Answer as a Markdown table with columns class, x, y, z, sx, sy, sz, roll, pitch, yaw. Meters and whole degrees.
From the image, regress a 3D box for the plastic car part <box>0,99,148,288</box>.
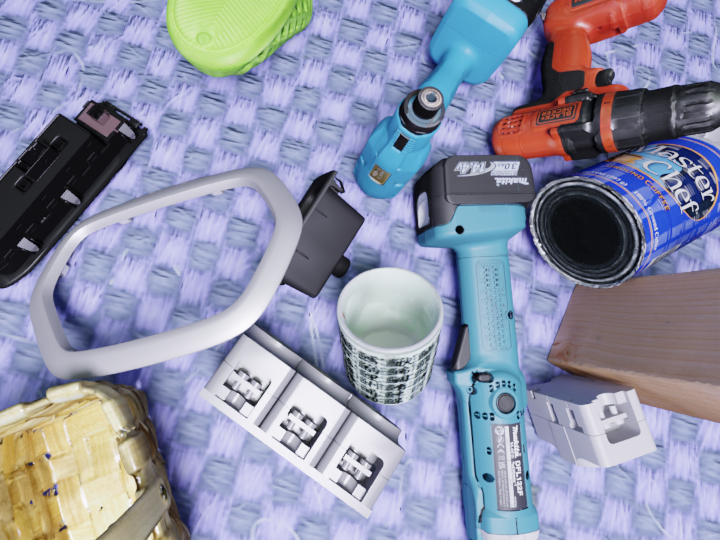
| class | x | y | z | sx | sy | sz | roll | pitch | yaw |
| --- | --- | --- | --- | --- | --- | --- | --- | --- | --- |
| plastic car part | -0.284 | -0.073 | 0.380 | 0.066 | 0.067 | 0.203 | 33 | 82 | -1 |

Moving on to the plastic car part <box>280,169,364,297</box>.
| class | x | y | z | sx | sy | sz | roll | pitch | yaw |
| --- | --- | --- | --- | --- | --- | --- | --- | --- | --- |
| plastic car part | -0.039 | -0.025 | 0.397 | 0.069 | 0.068 | 0.116 | 30 | 82 | -17 |

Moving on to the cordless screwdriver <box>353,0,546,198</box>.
| class | x | y | z | sx | sy | sz | roll | pitch | yaw |
| --- | --- | --- | --- | --- | --- | --- | --- | --- | --- |
| cordless screwdriver | 0.085 | -0.185 | 0.382 | 0.074 | 0.160 | 0.248 | 34 | 77 | -4 |

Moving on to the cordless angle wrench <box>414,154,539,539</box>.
| class | x | y | z | sx | sy | sz | roll | pitch | yaw |
| --- | --- | --- | --- | --- | --- | --- | --- | --- | --- |
| cordless angle wrench | 0.114 | 0.111 | 0.378 | 0.097 | 0.074 | 0.426 | -2 | 82 | -7 |

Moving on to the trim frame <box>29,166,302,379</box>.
| class | x | y | z | sx | sy | sz | roll | pitch | yaw |
| --- | --- | --- | --- | --- | --- | --- | --- | --- | --- |
| trim frame | -0.166 | -0.009 | 0.353 | 0.251 | 0.026 | 0.191 | -17 | 56 | 8 |
